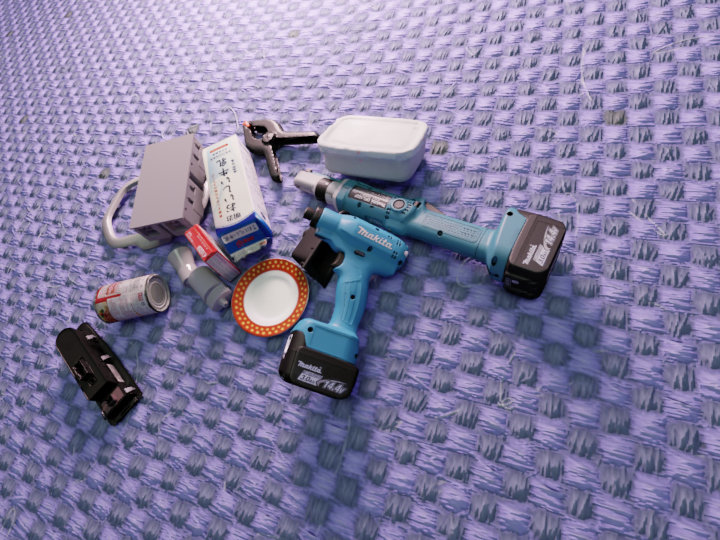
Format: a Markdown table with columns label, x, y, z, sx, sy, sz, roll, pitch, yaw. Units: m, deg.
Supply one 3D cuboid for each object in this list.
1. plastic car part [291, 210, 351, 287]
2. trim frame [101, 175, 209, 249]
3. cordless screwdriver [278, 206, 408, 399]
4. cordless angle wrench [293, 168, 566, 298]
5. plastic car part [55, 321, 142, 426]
| label | x | y | z | sx | sy | sz | roll | pitch | yaw |
| --- | --- | --- | --- | --- | --- | --- | --- | --- | --- |
| plastic car part | -0.066 | -0.043 | 0.670 | 0.075 | 0.062 | 0.117 | 14 | 66 | 37 |
| trim frame | -0.407 | -0.129 | 0.840 | 0.251 | 0.026 | 0.191 | -17 | 60 | 8 |
| cordless screwdriver | -0.044 | 0.036 | 0.581 | 0.158 | 0.074 | 0.250 | 25 | 70 | -5 |
| cordless angle wrench | 0.064 | -0.084 | 0.639 | 0.444 | 0.071 | 0.098 | 23 | 67 | 29 |
| plastic car part | -0.444 | 0.159 | 0.694 | 0.214 | 0.063 | 0.066 | 36 | 86 | 31 |
